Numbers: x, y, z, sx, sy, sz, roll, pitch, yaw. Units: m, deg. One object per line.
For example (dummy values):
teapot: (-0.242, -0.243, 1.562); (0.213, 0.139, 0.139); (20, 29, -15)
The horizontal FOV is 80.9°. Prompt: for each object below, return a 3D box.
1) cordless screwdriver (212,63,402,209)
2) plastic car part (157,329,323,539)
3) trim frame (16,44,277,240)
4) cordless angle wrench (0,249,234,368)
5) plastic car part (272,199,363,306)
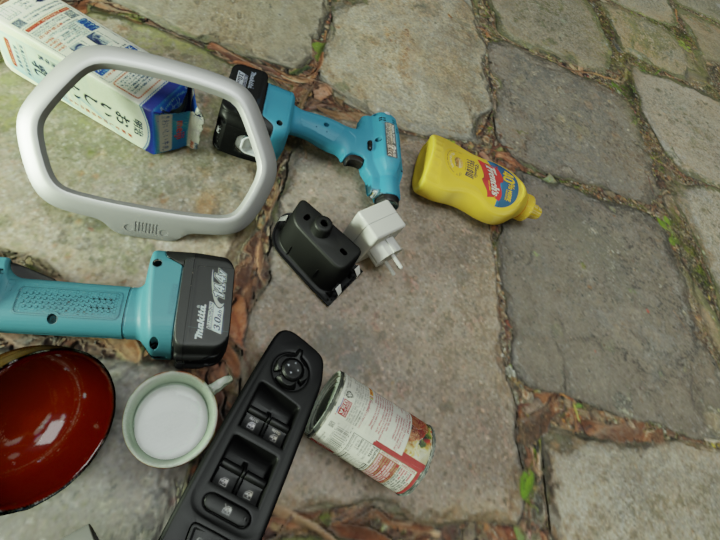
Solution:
cordless screwdriver: (-0.058, -0.156, 0.538); (0.241, 0.075, 0.163); (10, 60, -20)
plastic car part: (-0.089, 0.148, 0.360); (0.066, 0.066, 0.204); (24, 53, -1)
trim frame: (-0.207, -0.122, 0.433); (0.240, 0.028, 0.183); (8, 95, -21)
cordless angle wrench: (-0.322, 0.021, 0.349); (0.413, 0.074, 0.101); (6, 62, -14)
plastic car part: (-0.046, -0.030, 0.473); (0.117, 0.071, 0.065); (46, 56, 3)
